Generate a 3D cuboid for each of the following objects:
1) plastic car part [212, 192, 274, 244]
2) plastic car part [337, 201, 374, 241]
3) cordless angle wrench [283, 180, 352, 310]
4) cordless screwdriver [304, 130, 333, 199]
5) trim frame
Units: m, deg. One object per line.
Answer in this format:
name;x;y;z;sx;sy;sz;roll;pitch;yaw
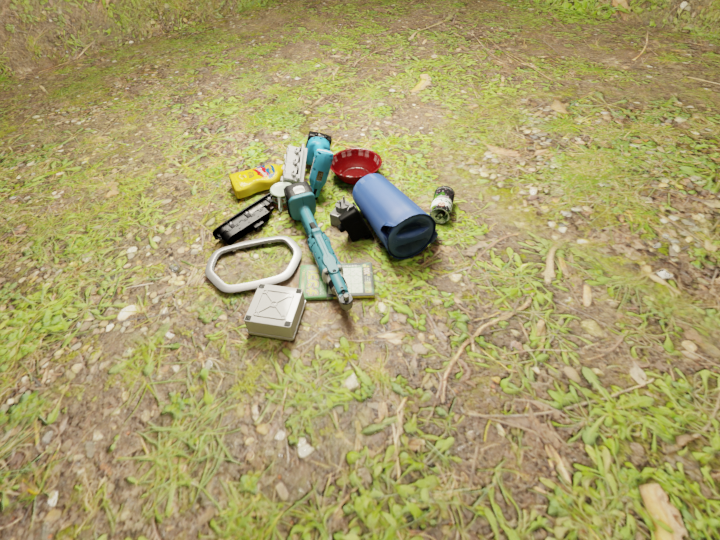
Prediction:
plastic car part;-0.314;-0.133;1.170;0.199;0.066;0.068;-35;79;-26
plastic car part;-0.022;-0.119;1.091;0.071;0.110;0.069;-32;48;6
cordless angle wrench;-0.103;-0.067;1.052;0.073;0.094;0.444;-17;48;-12
cordless screwdriver;-0.134;-0.322;1.290;0.073;0.157;0.258;11;31;-15
trim frame;-0.271;-0.022;1.077;0.247;0.026;0.193;-15;48;-5
